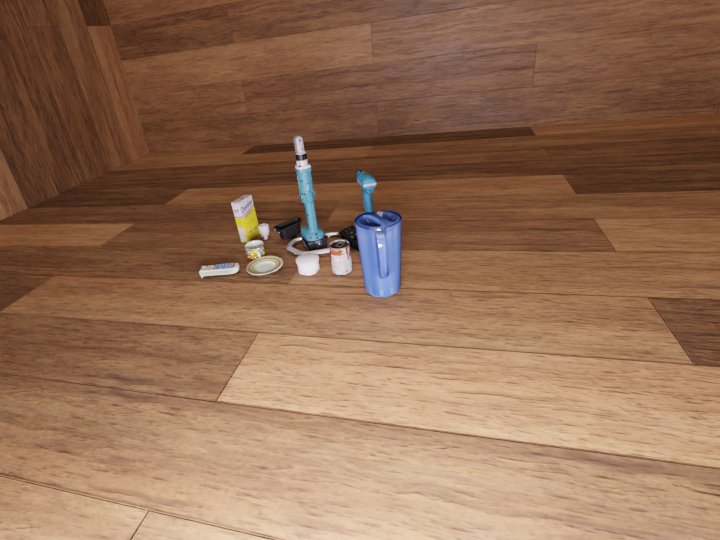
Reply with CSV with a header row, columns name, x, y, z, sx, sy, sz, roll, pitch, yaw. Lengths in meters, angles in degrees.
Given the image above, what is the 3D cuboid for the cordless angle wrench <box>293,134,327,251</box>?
name,x,y,z,sx,sy,sz,roll,pitch,yaw
cordless angle wrench,-0.192,-0.272,1.520,0.073,0.410,0.103,-16,29,-19

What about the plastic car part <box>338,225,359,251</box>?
name,x,y,z,sx,sy,sz,roll,pitch,yaw
plastic car part,0.002,-0.094,1.507,0.065,0.065,0.215,-22,32,-26

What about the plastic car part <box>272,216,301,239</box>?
name,x,y,z,sx,sy,sz,roll,pitch,yaw
plastic car part,-0.281,-0.160,1.693,0.113,0.069,0.070,-24,33,-28

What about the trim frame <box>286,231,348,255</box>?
name,x,y,z,sx,sy,sz,roll,pitch,yaw
trim frame,-0.157,-0.102,1.602,0.246,0.027,0.192,-12,29,-6

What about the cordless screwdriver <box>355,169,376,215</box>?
name,x,y,z,sx,sy,sz,roll,pitch,yaw
cordless screwdriver,0.022,-0.253,1.603,0.073,0.241,0.166,-11,28,-10
